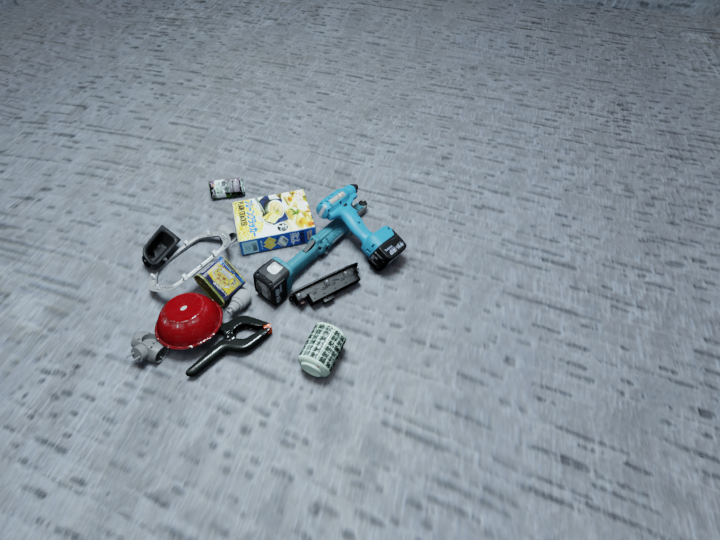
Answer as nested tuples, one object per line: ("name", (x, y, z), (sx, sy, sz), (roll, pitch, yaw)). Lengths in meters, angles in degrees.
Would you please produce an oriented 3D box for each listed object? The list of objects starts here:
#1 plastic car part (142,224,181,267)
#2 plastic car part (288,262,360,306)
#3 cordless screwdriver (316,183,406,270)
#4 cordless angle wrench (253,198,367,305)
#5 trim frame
("plastic car part", (-0.558, -0.055, 1.153), (0.064, 0.073, 0.117), (40, 48, -20))
("plastic car part", (-0.079, 0.040, 1.071), (0.199, 0.065, 0.070), (-30, 68, -20))
("cordless screwdriver", (0.014, -0.128, 1.145), (0.253, 0.074, 0.156), (43, 53, 9))
("cordless angle wrench", (-0.112, -0.074, 1.151), (0.077, 0.095, 0.417), (32, 55, 21))
("trim frame", (-0.455, -0.032, 1.121), (0.195, 0.026, 0.245), (22, 54, 41))
